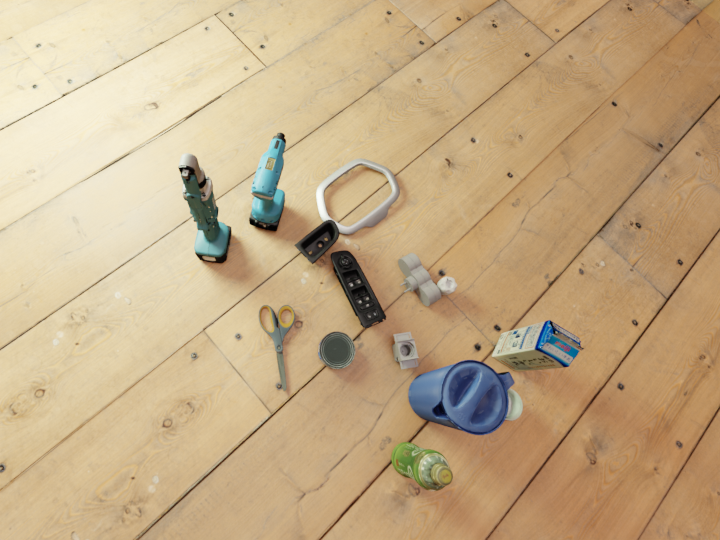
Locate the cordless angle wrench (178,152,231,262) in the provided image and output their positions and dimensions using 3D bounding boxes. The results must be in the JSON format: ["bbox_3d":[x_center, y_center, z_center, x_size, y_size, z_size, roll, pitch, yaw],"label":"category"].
[{"bbox_3d":[-0.320,-0.120,0.866,0.073,0.422,0.099,9,72,-10],"label":"cordless angle wrench"}]

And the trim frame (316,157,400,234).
[{"bbox_3d":[-0.007,-0.203,1.147,0.246,0.027,0.188,-39,80,-18],"label":"trim frame"}]

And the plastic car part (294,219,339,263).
[{"bbox_3d":[-0.104,-0.068,1.063,0.115,0.070,0.067,-42,84,-19],"label":"plastic car part"}]

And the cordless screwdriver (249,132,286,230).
[{"bbox_3d":[-0.213,-0.201,1.001,0.074,0.248,0.161,15,71,-8],"label":"cordless screwdriver"}]

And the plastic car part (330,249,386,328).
[{"bbox_3d":[-0.013,0.043,1.038,0.065,0.066,0.208,-21,75,-16],"label":"plastic car part"}]
